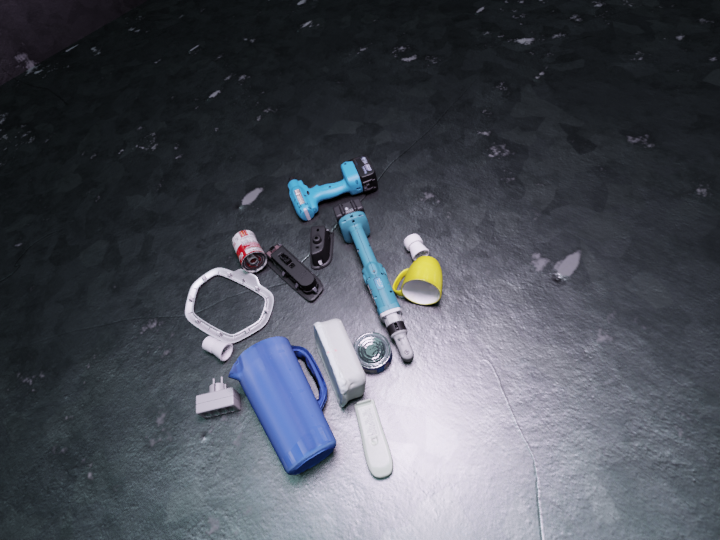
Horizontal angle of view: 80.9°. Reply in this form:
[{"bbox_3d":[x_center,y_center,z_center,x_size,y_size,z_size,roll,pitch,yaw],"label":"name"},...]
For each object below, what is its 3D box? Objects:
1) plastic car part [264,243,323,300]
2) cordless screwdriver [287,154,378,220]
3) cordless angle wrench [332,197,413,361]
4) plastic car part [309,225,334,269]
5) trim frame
[{"bbox_3d":[-0.171,-0.007,1.072,0.065,0.065,0.213,-36,59,-23],"label":"plastic car part"},{"bbox_3d":[-0.085,-0.252,1.212,0.249,0.071,0.167,-24,55,-1],"label":"cordless screwdriver"},{"bbox_3d":[0.034,0.013,0.999,0.074,0.094,0.441,-21,58,-1],"label":"cordless angle wrench"},{"bbox_3d":[-0.107,-0.070,1.093,0.067,0.068,0.120,-6,53,7],"label":"plastic car part"},{"bbox_3d":[-0.335,0.079,1.068,0.260,0.026,0.184,22,63,26],"label":"trim frame"}]
